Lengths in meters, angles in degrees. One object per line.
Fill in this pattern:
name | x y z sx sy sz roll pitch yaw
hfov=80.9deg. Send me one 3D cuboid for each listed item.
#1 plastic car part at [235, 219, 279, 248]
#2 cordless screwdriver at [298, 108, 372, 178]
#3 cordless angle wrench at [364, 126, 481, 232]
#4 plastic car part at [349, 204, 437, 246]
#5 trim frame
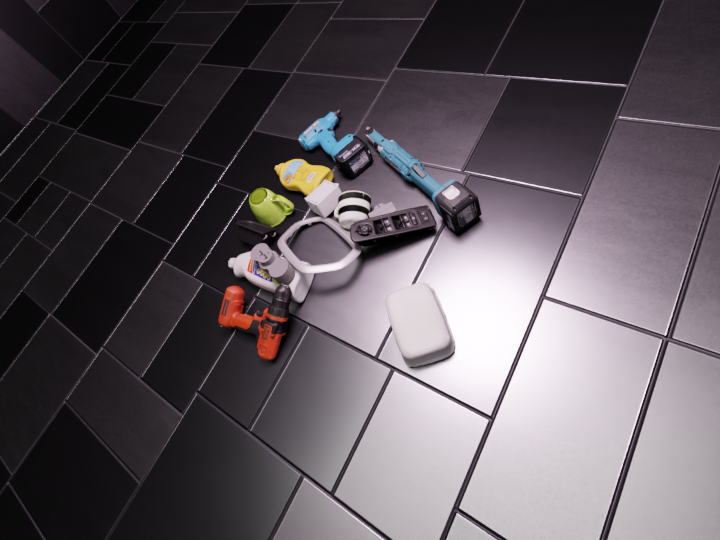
plastic car part | -0.295 -0.096 1.180 0.122 0.064 0.070 17 110 29
cordless screwdriver | -0.060 -0.380 1.229 0.159 0.070 0.263 -44 52 -4
cordless angle wrench | 0.130 -0.258 1.075 0.074 0.093 0.446 -38 51 0
plastic car part | 0.071 -0.100 1.009 0.201 0.065 0.068 -11 65 -6
trim frame | -0.104 -0.068 1.065 0.181 0.026 0.263 -29 40 -17
